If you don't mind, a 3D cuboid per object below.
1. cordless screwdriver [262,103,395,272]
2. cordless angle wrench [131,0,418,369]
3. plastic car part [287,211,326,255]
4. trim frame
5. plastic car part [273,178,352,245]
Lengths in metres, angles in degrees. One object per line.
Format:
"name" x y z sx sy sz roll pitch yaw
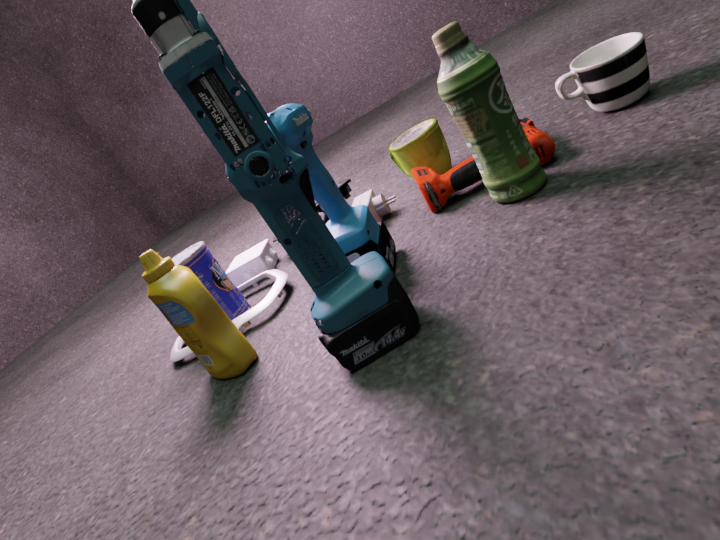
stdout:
"cordless screwdriver" -0.047 -0.083 0.524 0.076 0.241 0.161 -25 20 22
"cordless angle wrench" -0.088 -0.096 0.382 0.098 0.410 0.076 -32 17 2
"plastic car part" -0.069 -0.045 0.704 0.067 0.069 0.118 -27 22 17
"trim frame" -0.225 0.074 0.725 0.251 0.026 0.188 -29 22 11
"plastic car part" -0.094 -0.109 0.877 0.201 0.065 0.069 -37 20 -10
